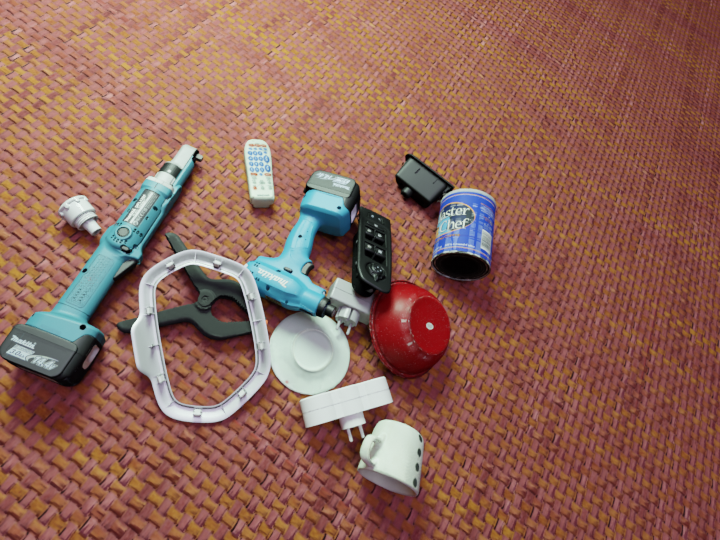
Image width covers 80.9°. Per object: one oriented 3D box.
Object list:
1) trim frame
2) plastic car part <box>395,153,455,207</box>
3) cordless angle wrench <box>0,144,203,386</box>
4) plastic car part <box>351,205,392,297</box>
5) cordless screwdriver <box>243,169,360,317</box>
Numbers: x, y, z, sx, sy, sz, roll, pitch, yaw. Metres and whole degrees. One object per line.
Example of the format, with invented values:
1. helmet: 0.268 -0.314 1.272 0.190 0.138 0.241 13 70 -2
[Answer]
1. trim frame: -0.228 0.091 0.608 0.181 0.028 0.250 -11 84 -13
2. plastic car part: 0.116 -0.170 0.845 0.118 0.065 0.070 39 75 7
3. cordless angle wrench: -0.358 -0.044 0.647 0.097 0.074 0.428 22 59 -7
4. plastic car part: 0.013 -0.029 0.721 0.064 0.067 0.209 30 31 -21
5. cordless screwdriver: -0.069 -0.045 0.701 0.164 0.072 0.249 21 62 16
